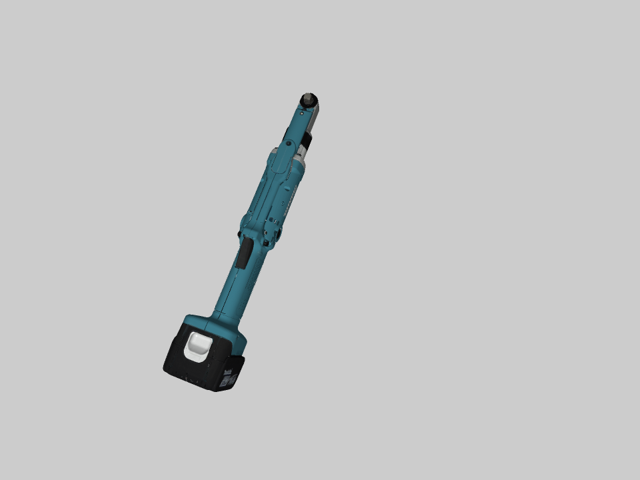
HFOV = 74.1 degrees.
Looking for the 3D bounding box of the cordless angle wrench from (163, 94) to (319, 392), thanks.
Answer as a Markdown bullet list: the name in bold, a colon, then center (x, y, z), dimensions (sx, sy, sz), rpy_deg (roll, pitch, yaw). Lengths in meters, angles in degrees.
- **cordless angle wrench**: center (-0.082, -0.015, 0.580), dimensions (0.074, 0.422, 0.098), rpy_deg (18, -13, 10)
